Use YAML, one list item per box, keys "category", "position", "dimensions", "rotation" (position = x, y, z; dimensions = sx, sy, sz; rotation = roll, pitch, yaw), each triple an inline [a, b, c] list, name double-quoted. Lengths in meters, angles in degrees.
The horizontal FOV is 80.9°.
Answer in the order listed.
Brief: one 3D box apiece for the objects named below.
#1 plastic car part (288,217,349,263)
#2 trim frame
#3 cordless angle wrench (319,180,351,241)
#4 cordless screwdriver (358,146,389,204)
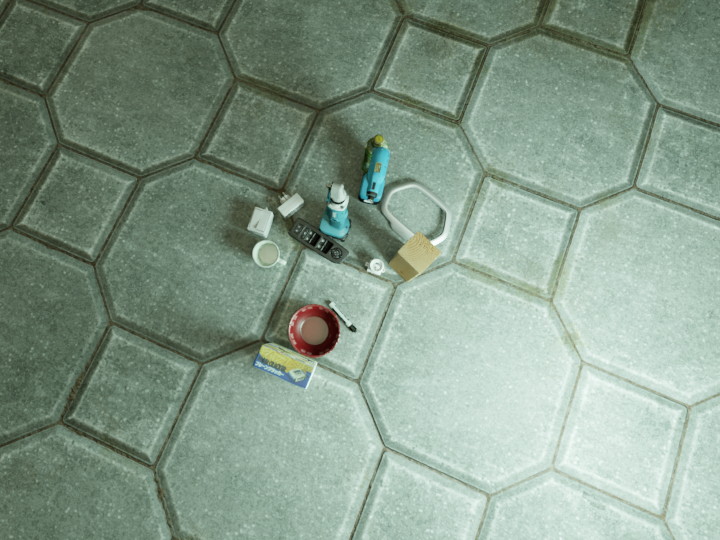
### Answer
- category: "plastic car part"
  position: [-0.133, -0.087, 1.364]
  dimensions: [0.206, 0.066, 0.066]
  rotation: [32, 81, 7]
- category: "trim frame"
  position: [0.185, -0.188, 1.397]
  dimensions: [0.253, 0.027, 0.183]
  rotation: [41, 82, 9]
- category: "cordless angle wrench"
  position: [-0.068, -0.168, 1.200]
  dimensions: [0.098, 0.419, 0.075]
  rotation: [19, 81, -1]
- category: "cordless screwdriver"
  position: [0.038, -0.259, 1.304]
  dimensions: [0.074, 0.246, 0.160]
  rotation: [13, 80, -2]
